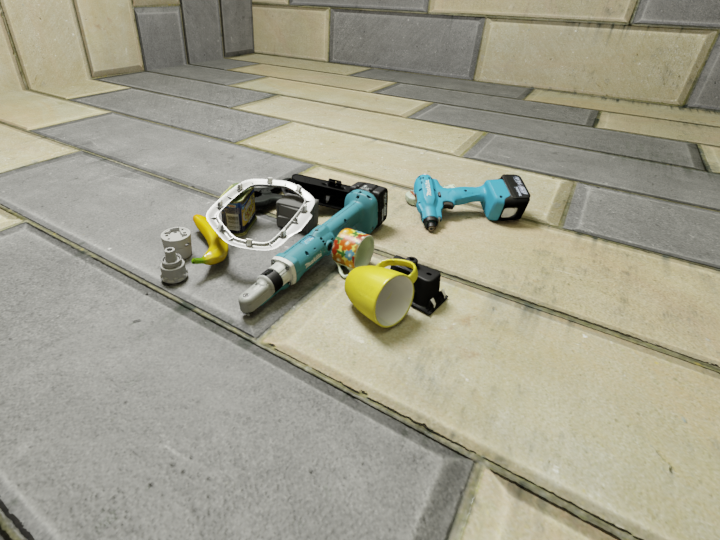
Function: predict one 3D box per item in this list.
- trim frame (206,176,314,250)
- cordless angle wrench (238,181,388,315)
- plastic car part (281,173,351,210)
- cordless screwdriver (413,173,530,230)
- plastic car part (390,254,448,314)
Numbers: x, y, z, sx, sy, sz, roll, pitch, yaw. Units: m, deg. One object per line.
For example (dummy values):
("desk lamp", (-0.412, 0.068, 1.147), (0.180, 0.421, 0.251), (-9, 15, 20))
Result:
("trim frame", (-0.189, -0.121, 0.835), (0.188, 0.027, 0.248), (21, 40, 9))
("cordless angle wrench", (-0.079, -0.052, 0.808), (0.078, 0.095, 0.416), (18, 41, 27))
("plastic car part", (-0.085, -0.183, 0.992), (0.200, 0.066, 0.068), (8, 41, -10))
("cordless screwdriver", (0.254, -0.153, 0.976), (0.249, 0.072, 0.164), (1, 52, 1))
("plastic car part", (0.091, 0.013, 0.732), (0.123, 0.069, 0.064), (29, 40, 30))
